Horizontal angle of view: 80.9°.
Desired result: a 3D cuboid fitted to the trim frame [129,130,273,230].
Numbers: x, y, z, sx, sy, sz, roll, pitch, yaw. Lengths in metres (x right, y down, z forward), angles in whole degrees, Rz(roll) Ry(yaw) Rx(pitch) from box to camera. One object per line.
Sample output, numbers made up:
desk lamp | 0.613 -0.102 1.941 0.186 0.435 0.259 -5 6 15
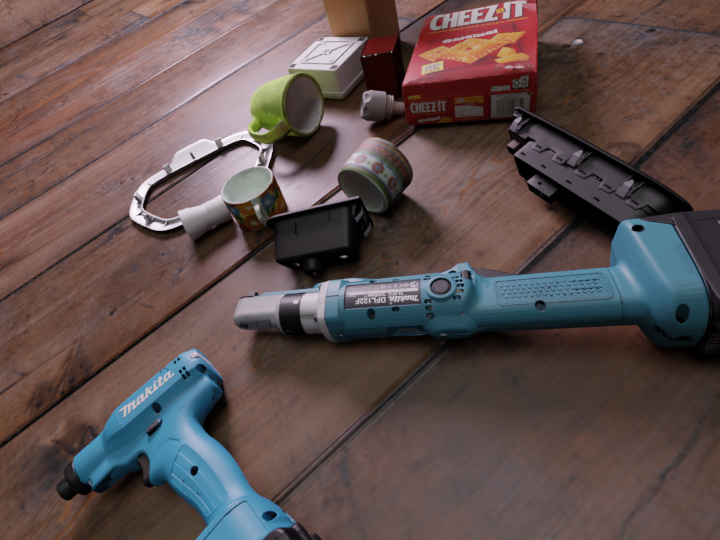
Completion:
trim frame | -0.250 -0.148 0.662 0.248 0.026 0.194 -30 47 -3

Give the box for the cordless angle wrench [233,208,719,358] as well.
cordless angle wrench | 0.075 0.027 0.370 0.435 0.071 0.100 -6 50 19

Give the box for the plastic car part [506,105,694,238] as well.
plastic car part | 0.216 -0.090 0.417 0.067 0.063 0.214 -39 49 -2

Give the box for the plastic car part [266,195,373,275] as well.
plastic car part | -0.046 -0.030 0.472 0.119 0.063 0.073 -12 63 14

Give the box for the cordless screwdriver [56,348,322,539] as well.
cordless screwdriver | -0.135 0.184 0.316 0.158 0.071 0.263 -42 47 -15
